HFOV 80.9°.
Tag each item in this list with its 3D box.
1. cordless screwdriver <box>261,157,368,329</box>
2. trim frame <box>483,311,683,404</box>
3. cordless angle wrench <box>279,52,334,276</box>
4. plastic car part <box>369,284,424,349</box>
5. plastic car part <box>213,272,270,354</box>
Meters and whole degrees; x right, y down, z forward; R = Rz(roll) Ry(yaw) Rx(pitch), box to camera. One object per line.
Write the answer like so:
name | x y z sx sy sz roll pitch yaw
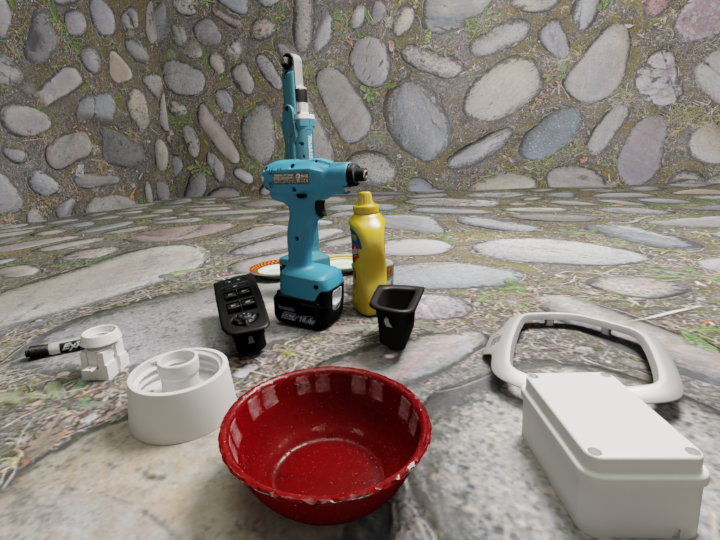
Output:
cordless screwdriver | -0.061 -0.040 0.627 0.166 0.245 0.072 4 14 27
trim frame | 0.242 0.093 0.485 0.192 0.027 0.242 4 17 26
cordless angle wrench | -0.106 -0.164 0.761 0.078 0.417 0.094 6 15 34
plastic car part | 0.046 0.065 0.552 0.068 0.070 0.115 0 15 14
plastic car part | -0.174 0.063 0.615 0.065 0.066 0.211 -8 16 -19
